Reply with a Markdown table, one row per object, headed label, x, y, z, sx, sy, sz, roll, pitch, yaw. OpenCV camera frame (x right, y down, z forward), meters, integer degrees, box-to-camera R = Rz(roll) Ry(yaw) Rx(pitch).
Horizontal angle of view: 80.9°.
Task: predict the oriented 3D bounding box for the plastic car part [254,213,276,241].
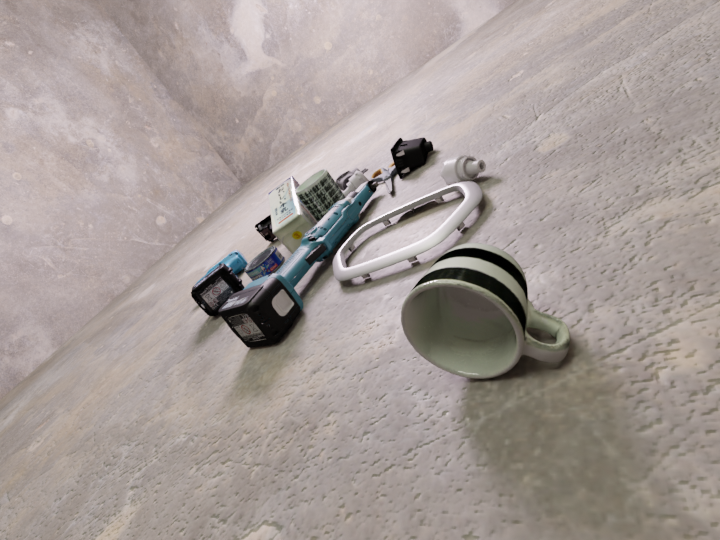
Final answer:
| label | x | y | z | sx | sy | sz | roll | pitch | yaw |
| --- | --- | --- | --- | --- | --- | --- | --- | --- | --- |
| plastic car part | -0.171 | -0.137 | 1.067 | 0.204 | 0.063 | 0.070 | -34 | 29 | 9 |

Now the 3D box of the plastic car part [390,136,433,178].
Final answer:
| label | x | y | z | sx | sy | sz | roll | pitch | yaw |
| --- | --- | --- | --- | --- | --- | --- | --- | --- | --- |
| plastic car part | 0.111 | -0.244 | 0.866 | 0.073 | 0.064 | 0.116 | -8 | 29 | 27 |

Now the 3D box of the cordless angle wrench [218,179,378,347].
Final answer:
| label | x | y | z | sx | sy | sz | roll | pitch | yaw |
| --- | --- | --- | --- | --- | --- | --- | --- | --- | --- |
| cordless angle wrench | -0.071 | -0.047 | 0.730 | 0.101 | 0.072 | 0.421 | -18 | 26 | 41 |

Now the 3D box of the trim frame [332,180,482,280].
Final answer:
| label | x | y | z | sx | sy | sz | roll | pitch | yaw |
| --- | --- | --- | --- | --- | --- | --- | --- | --- | --- |
| trim frame | 0.057 | -0.056 | 0.604 | 0.256 | 0.026 | 0.185 | -23 | 27 | 36 |

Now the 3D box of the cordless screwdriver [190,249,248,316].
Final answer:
| label | x | y | z | sx | sy | sz | roll | pitch | yaw |
| --- | --- | --- | --- | --- | --- | --- | --- | --- | --- |
| cordless screwdriver | -0.335 | 0.034 | 0.965 | 0.159 | 0.072 | 0.256 | -38 | 18 | -2 |
